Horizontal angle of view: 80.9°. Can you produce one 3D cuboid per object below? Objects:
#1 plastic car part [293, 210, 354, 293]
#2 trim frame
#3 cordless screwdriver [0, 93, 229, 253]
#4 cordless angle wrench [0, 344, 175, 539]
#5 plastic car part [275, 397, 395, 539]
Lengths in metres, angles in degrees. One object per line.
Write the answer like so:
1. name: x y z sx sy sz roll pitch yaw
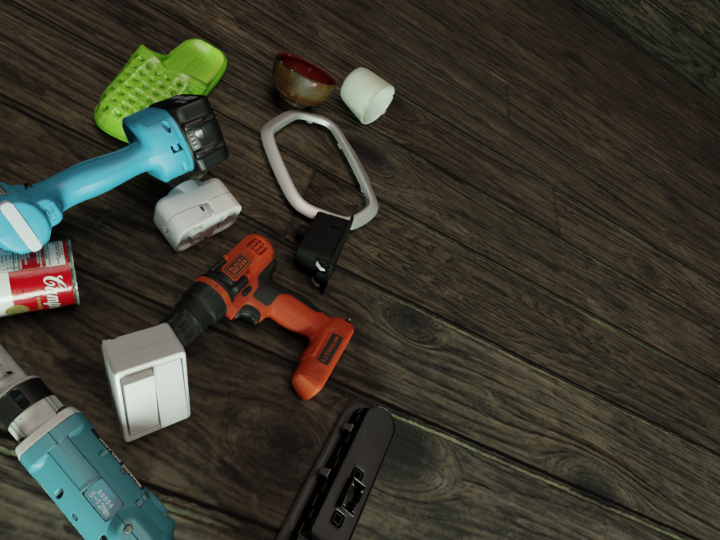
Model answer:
1. plastic car part: -0.058 -0.038 0.596 0.071 0.065 0.118 19 50 -1
2. trim frame: -0.064 -0.171 0.697 0.177 0.027 0.257 -13 65 -33
3. cordless screwdriver: -0.280 -0.113 0.458 0.168 0.071 0.245 20 49 40
4. cordless angle wrench: -0.185 0.213 0.343 0.429 0.098 0.073 44 53 8
5. plastic car part: -0.016 0.221 0.447 0.067 0.067 0.202 33 47 0
